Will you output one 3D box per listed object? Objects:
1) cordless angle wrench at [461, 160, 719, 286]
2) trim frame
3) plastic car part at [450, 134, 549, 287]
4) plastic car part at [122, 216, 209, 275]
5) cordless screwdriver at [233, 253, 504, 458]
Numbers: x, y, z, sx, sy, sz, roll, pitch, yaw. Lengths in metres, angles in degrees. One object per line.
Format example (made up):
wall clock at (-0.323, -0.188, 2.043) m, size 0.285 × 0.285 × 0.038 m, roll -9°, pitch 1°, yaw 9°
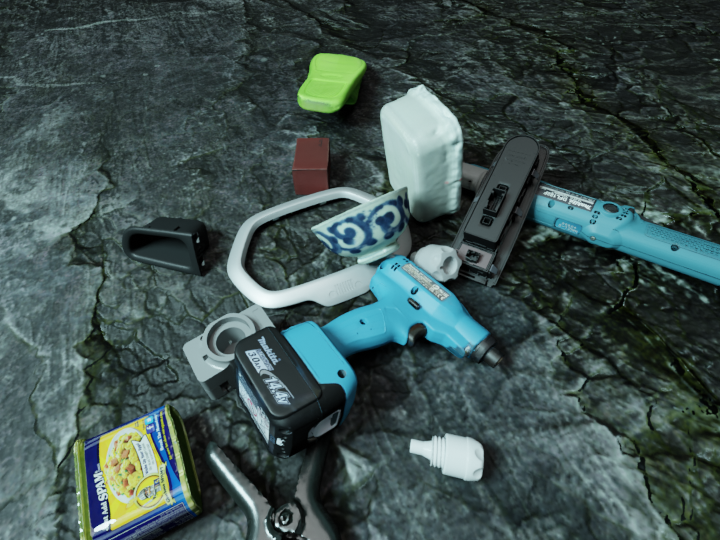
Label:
cordless angle wrench at (0.302, -0.058, 0.522) m, size 0.443 × 0.071 × 0.097 m, roll 27°, pitch 57°, yaw 26°
trim frame at (-0.055, -0.036, 0.560) m, size 0.244 × 0.026 × 0.194 m, roll -21°, pitch 51°, yaw -14°
plastic car part at (0.169, -0.087, 0.519) m, size 0.070 × 0.063 × 0.203 m, roll 21°, pitch 74°, yaw 32°
plastic car part at (-0.253, -0.045, 0.569) m, size 0.120 × 0.064 × 0.071 m, roll 11°, pitch 37°, yaw 16°
cordless screwdriver at (0.013, 0.083, 0.410) m, size 0.242 × 0.072 × 0.167 m, roll -28°, pitch 54°, yaw -33°
